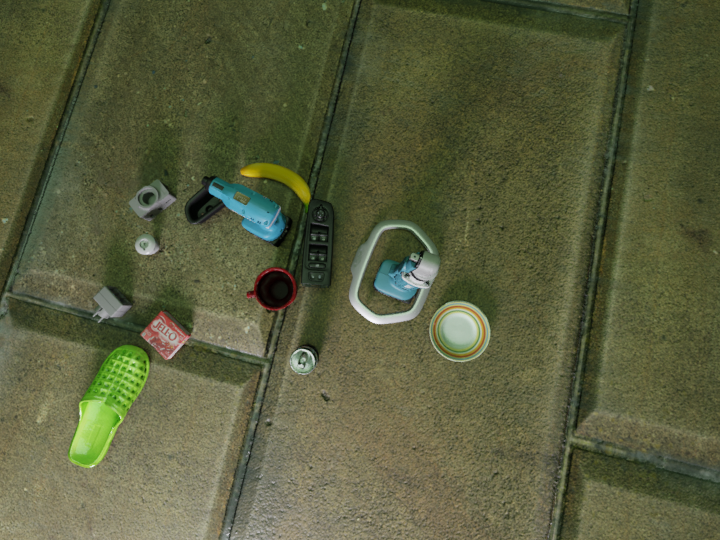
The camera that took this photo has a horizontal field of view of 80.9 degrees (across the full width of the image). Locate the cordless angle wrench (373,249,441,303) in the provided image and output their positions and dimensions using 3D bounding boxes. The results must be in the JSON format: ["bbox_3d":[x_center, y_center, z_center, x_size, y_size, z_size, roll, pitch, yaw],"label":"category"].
[{"bbox_3d":[0.087,0.008,0.764,0.099,0.419,0.074,22,84,1],"label":"cordless angle wrench"}]

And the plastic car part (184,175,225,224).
[{"bbox_3d":[-0.354,-0.154,0.993,0.116,0.070,0.067,-41,84,-4],"label":"plastic car part"}]

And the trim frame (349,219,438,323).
[{"bbox_3d":[0.073,0.001,0.963,0.186,0.027,0.249,20,83,6],"label":"trim frame"}]

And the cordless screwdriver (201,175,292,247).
[{"bbox_3d":[-0.232,-0.126,0.892,0.161,0.246,0.074,28,84,3],"label":"cordless screwdriver"}]

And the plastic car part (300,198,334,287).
[{"bbox_3d":[-0.094,-0.062,0.964,0.067,0.066,0.204,3,82,1],"label":"plastic car part"}]
